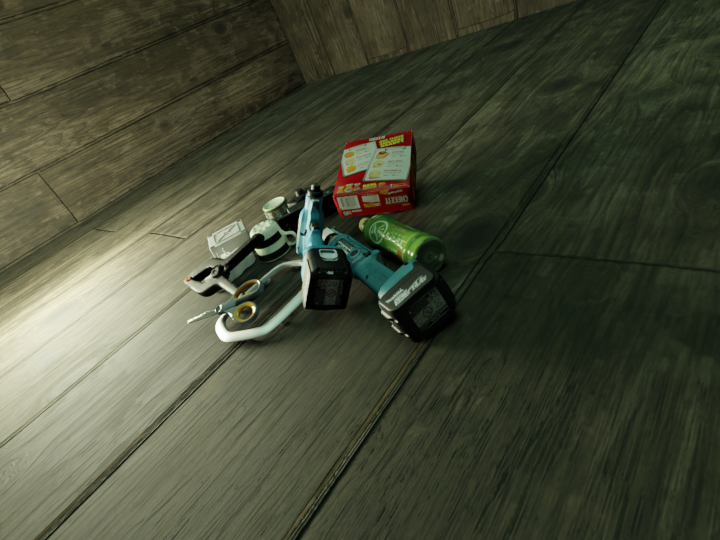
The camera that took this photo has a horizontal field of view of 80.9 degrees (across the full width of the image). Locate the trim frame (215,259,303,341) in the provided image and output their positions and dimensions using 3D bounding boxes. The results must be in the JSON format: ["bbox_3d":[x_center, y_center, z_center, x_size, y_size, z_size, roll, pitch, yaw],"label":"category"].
[{"bbox_3d":[-0.182,0.056,0.848,0.194,0.026,0.246,9,47,43],"label":"trim frame"}]

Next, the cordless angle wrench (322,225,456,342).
[{"bbox_3d":[0.005,-0.014,0.772,0.098,0.071,0.443,-41,30,-6],"label":"cordless angle wrench"}]

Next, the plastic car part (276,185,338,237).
[{"bbox_3d":[-0.120,-0.159,1.080,0.202,0.063,0.070,-26,37,-3],"label":"plastic car part"}]

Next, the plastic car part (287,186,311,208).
[{"bbox_3d":[-0.160,-0.186,1.154,0.069,0.068,0.117,-3,40,32],"label":"plastic car part"}]

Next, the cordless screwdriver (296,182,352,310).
[{"bbox_3d":[-0.077,-0.050,0.783,0.073,0.156,0.259,1,30,-16],"label":"cordless screwdriver"}]
